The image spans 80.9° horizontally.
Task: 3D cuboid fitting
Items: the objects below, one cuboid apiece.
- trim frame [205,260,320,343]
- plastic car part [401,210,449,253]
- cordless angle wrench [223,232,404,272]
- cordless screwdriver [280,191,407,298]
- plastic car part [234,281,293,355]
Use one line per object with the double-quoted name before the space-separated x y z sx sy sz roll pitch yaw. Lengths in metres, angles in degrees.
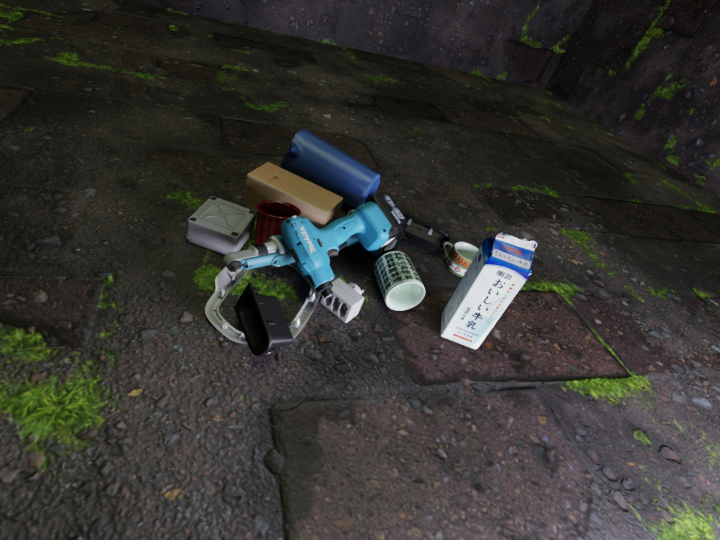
"trim frame" -0.173 0.041 0.776 0.187 0.027 0.249 21 40 7
"plastic car part" 0.117 -0.097 1.026 0.205 0.065 0.067 22 47 6
"cordless angle wrench" -0.085 -0.056 0.869 0.407 0.073 0.103 -15 49 -38
"cordless screwdriver" -0.017 -0.054 0.814 0.241 0.075 0.163 -21 74 -32
"plastic car part" -0.147 0.084 0.677 0.067 0.066 0.122 3 41 -42
